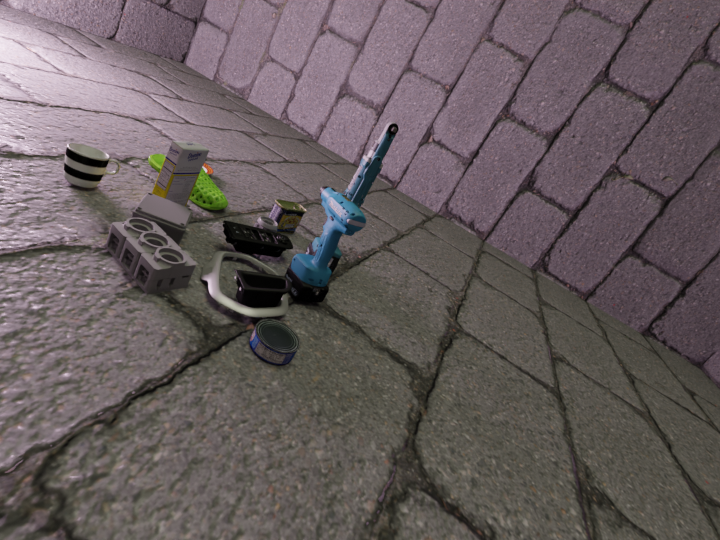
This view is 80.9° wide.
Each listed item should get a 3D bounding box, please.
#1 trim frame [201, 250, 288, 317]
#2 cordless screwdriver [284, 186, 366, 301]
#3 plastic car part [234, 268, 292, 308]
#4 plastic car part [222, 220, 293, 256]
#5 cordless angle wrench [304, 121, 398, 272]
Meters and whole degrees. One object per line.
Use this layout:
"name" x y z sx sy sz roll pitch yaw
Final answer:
"trim frame" -0.239 0.025 0.882 0.177 0.027 0.259 19 23 -23
"cordless screwdriver" -0.093 -0.061 0.953 0.070 0.248 0.168 12 27 -40
"plastic car part" -0.195 0.047 0.826 0.110 0.071 0.070 12 26 -37
"plastic car part" -0.248 -0.066 1.029 0.193 0.067 0.070 4 32 -48
"cordless angle wrench" -0.019 -0.183 1.085 0.072 0.422 0.102 22 22 -21
